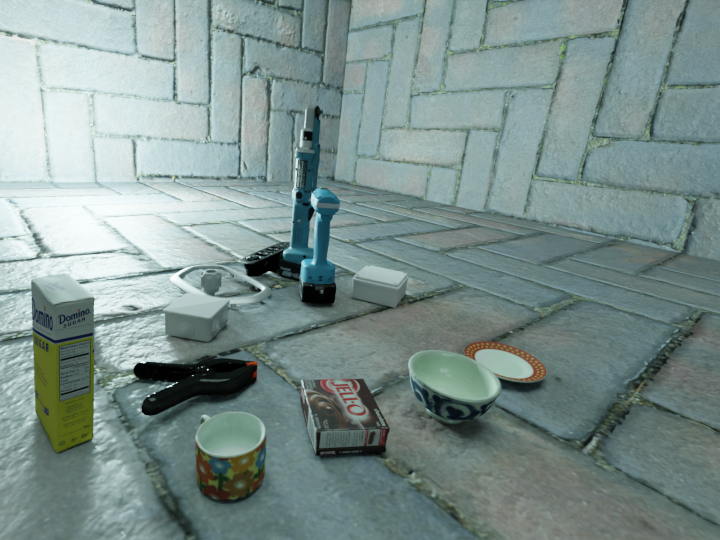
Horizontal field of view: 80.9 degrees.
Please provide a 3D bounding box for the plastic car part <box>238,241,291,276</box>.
[{"bbox_3d":[-0.238,-0.029,1.100,0.069,0.066,0.197,14,19,25],"label":"plastic car part"}]

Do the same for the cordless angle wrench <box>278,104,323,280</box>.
[{"bbox_3d":[-0.136,-0.185,1.040,0.102,0.417,0.072,12,16,21],"label":"cordless angle wrench"}]

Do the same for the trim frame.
[{"bbox_3d":[-0.313,0.031,0.953,0.262,0.027,0.177,18,21,35],"label":"trim frame"}]

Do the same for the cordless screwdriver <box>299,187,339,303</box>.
[{"bbox_3d":[-0.092,-0.060,0.942,0.073,0.245,0.164,3,16,-13],"label":"cordless screwdriver"}]
